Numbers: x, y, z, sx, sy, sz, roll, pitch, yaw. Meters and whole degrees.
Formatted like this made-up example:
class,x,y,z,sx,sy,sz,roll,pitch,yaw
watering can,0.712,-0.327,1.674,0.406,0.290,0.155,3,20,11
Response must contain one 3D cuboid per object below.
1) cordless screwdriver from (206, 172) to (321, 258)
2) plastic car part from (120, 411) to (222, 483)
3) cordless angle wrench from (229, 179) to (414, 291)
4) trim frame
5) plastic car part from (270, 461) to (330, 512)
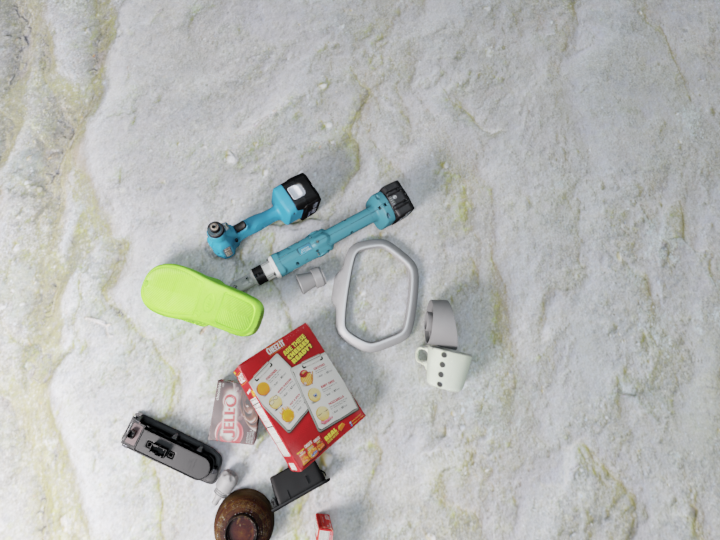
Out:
class,x,y,z,sx,sy,sz,roll,pitch,yaw
cordless screwdriver,-0.203,-0.115,0.878,0.246,0.158,0.075,-32,84,-13
plastic car part,-0.358,0.341,0.803,0.203,0.066,0.067,24,69,0
cordless angle wrench,-0.089,-0.058,0.905,0.420,0.097,0.075,-29,85,-6
trim frame,0.032,0.050,0.913,0.184,0.027,0.251,9,77,-2
plastic car part,-0.124,0.395,0.803,0.115,0.064,0.074,-28,67,-13
